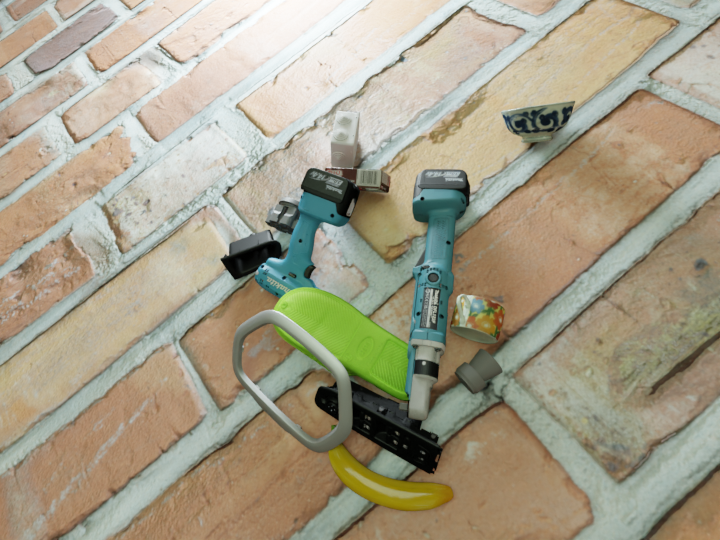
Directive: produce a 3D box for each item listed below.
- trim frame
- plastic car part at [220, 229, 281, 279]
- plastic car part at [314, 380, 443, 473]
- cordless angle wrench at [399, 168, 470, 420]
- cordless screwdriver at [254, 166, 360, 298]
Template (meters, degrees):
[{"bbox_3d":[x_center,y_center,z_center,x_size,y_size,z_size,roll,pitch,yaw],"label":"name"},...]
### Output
[{"bbox_3d":[-0.114,0.172,0.669,0.259,0.026,0.183,34,111,22],"label":"trim frame"},{"bbox_3d":[-0.216,-0.043,0.847,0.116,0.063,0.074,-24,47,-1],"label":"plastic car part"},{"bbox_3d":[0.025,0.218,0.640,0.211,0.064,0.066,18,43,21],"label":"plastic car part"},{"bbox_3d":[0.118,0.022,0.690,0.101,0.071,0.430,3,62,16],"label":"cordless angle wrench"},{"bbox_3d":[-0.075,-0.049,0.762,0.164,0.072,0.248,28,97,15],"label":"cordless screwdriver"}]
